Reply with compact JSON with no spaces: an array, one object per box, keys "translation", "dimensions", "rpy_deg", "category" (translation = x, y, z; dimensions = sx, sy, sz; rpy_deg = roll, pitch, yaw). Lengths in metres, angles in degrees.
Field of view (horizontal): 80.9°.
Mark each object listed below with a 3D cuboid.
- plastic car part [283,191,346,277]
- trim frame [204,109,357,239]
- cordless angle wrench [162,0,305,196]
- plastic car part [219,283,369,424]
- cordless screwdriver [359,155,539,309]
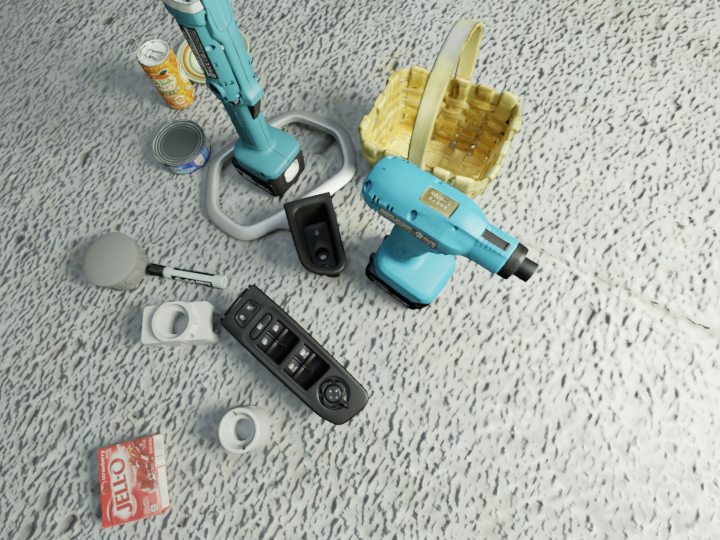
[{"translation":[-0.056,-0.037,0.575],"dimensions":[0.066,0.069,0.120],"rpy_deg":[-16,70,-1],"category":"plastic car part"},{"translation":[-0.125,-0.148,0.646],"dimensions":[0.247,0.027,0.190],"rpy_deg":[-33,70,-5],"category":"trim frame"},{"translation":[-0.143,-0.217,0.468],"dimensions":[0.101,0.412,0.074],"rpy_deg":[34,77,11],"category":"cordless angle wrench"},{"translation":[-0.081,0.108,0.528],"dimensions":[0.210,0.065,0.066],"rpy_deg":[38,78,17],"category":"plastic car part"},{"translation":[0.079,-0.014,0.459],"dimensions":[0.164,0.242,0.074],"rpy_deg":[36,77,13],"category":"cordless screwdriver"}]
